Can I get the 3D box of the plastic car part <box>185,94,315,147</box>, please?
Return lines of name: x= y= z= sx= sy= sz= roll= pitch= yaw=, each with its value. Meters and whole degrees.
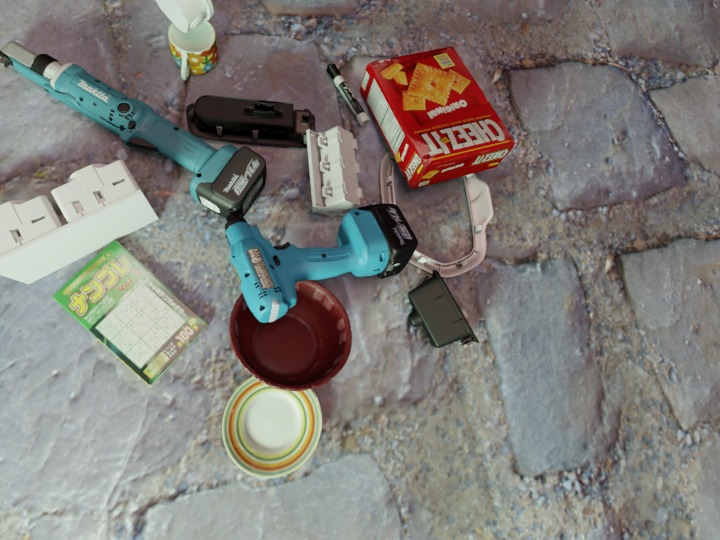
plastic car part: x=-0.168 y=-0.233 z=0.652 sx=0.200 sy=0.067 sz=0.067 roll=1 pitch=84 yaw=-7

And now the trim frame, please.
trim frame: x=0.124 y=-0.112 z=0.687 sx=0.181 sy=0.027 sz=0.253 roll=-2 pitch=74 yaw=-12

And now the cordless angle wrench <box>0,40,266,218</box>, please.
cordless angle wrench: x=-0.335 y=-0.219 z=0.614 sx=0.424 sy=0.074 sz=0.098 roll=31 pitch=72 yaw=1

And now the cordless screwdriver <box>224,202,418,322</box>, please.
cordless screwdriver: x=-0.058 y=-0.038 z=0.589 sx=0.242 sy=0.073 sz=0.166 roll=-18 pitch=62 yaw=-24

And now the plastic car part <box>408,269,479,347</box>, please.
plastic car part: x=0.109 y=0.066 z=0.624 sx=0.071 sy=0.065 sz=0.119 roll=-30 pitch=80 yaw=-3
